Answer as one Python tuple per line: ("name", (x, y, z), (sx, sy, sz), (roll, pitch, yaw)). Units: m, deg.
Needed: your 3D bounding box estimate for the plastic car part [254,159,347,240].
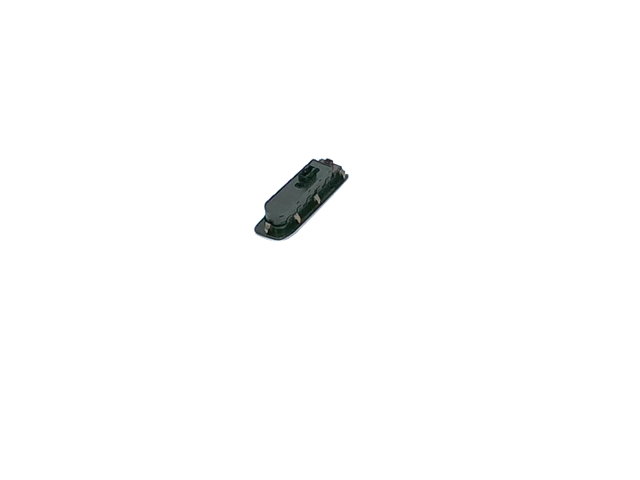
("plastic car part", (-0.029, -0.077, 0.696), (0.066, 0.202, 0.067), (30, -32, 16))
